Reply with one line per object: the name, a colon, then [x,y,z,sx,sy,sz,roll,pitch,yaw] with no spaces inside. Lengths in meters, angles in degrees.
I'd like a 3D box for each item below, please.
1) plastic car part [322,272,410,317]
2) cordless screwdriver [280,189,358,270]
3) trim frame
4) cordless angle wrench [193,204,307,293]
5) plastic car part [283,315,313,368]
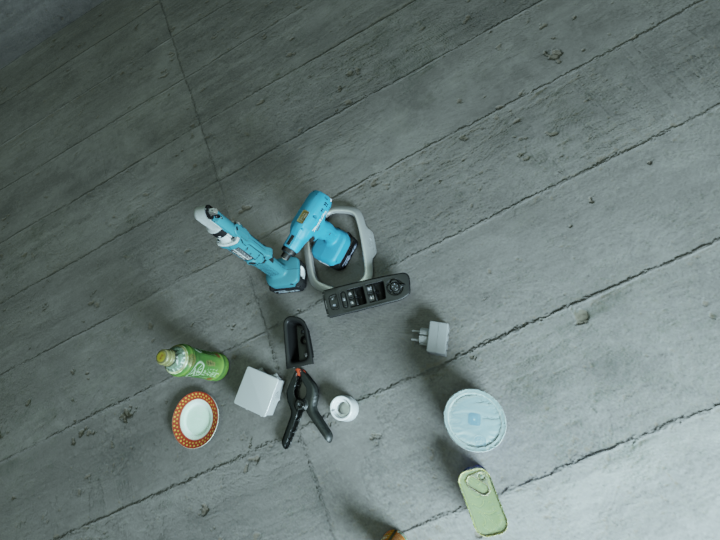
plastic car part: [0.019,0.059,0.979,0.206,0.064,0.068,-16,67,12]
cordless screwdriver: [-0.095,-0.062,0.967,0.078,0.238,0.159,27,80,22]
trim frame: [-0.054,-0.052,1.068,0.187,0.026,0.256,-15,66,13]
cordless angle wrench: [-0.230,-0.040,0.912,0.100,0.404,0.076,-7,70,13]
plastic car part: [-0.139,0.168,0.990,0.067,0.068,0.120,-15,67,12]
